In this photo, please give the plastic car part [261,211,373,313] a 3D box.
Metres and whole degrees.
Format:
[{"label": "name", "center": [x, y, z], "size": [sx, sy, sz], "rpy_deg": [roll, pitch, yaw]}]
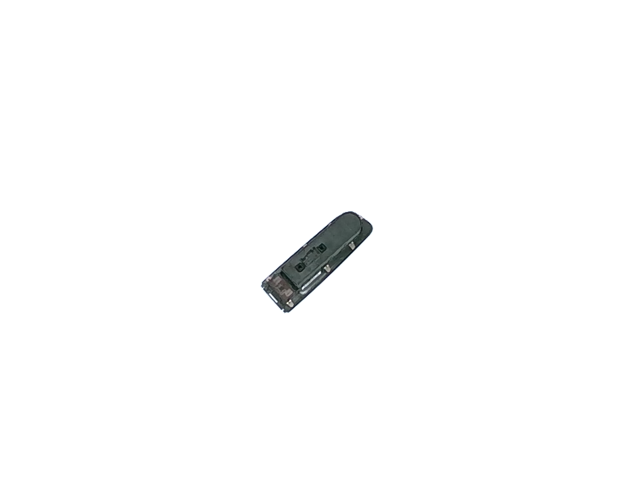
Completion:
[{"label": "plastic car part", "center": [-0.002, 0.021, 0.674], "size": [0.202, 0.066, 0.067], "rpy_deg": [-41, -22, -13]}]
